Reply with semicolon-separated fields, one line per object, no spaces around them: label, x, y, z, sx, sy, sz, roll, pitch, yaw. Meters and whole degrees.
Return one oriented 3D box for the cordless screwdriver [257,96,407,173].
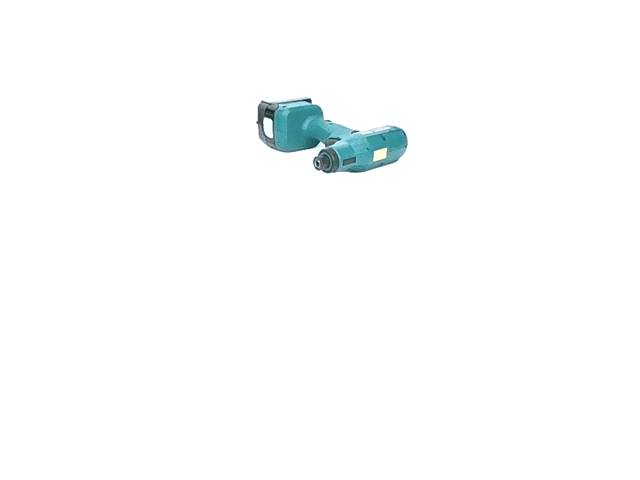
cordless screwdriver;-0.011;-0.157;0.642;0.158;0.074;0.250;-23;37;-36
